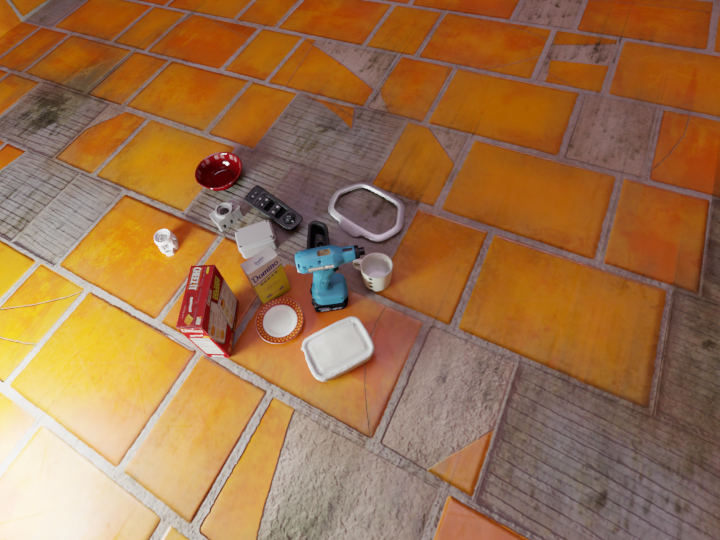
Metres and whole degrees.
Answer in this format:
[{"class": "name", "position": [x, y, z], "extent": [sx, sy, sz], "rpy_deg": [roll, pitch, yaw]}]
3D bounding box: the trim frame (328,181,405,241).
[{"class": "trim frame", "position": [0.018, -0.180, 1.278], "extent": [0.260, 0.026, 0.183], "rpy_deg": [34, 69, 24]}]

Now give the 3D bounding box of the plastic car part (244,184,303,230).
[{"class": "plastic car part", "position": [-0.263, -0.180, 1.297], "extent": [0.212, 0.064, 0.066], "rpy_deg": [33, 68, 24]}]

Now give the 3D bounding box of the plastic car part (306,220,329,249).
[{"class": "plastic car part", "position": [-0.118, -0.078, 1.212], "extent": [0.066, 0.068, 0.120], "rpy_deg": [-4, 59, 3]}]

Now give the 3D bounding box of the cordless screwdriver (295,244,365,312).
[{"class": "cordless screwdriver", "position": [-0.064, 0.016, 1.047], "extent": [0.159, 0.240, 0.077], "rpy_deg": [-9, 60, -1]}]
